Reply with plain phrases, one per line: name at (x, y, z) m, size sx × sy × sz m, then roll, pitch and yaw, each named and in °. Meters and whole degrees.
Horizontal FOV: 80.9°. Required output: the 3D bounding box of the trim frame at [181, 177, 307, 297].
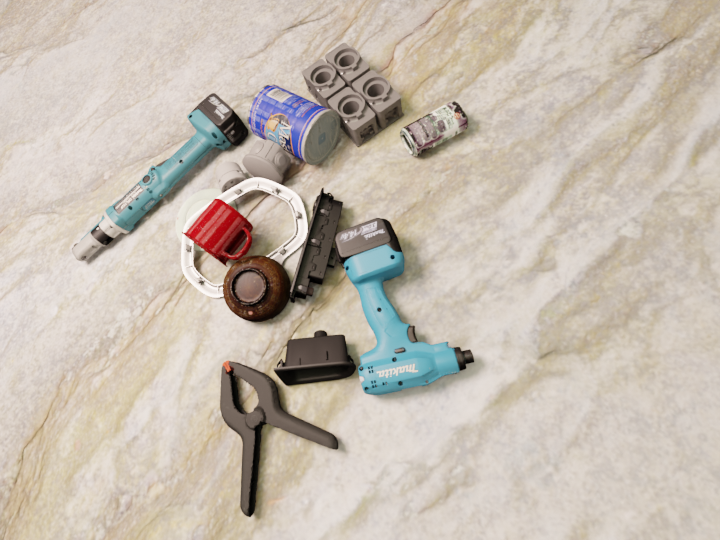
trim frame at (-0.212, -0.061, 0.754) m, size 0.248 × 0.027 × 0.189 m, roll -33°, pitch 75°, yaw -1°

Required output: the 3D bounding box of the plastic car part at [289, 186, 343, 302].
plastic car part at (-0.069, -0.045, 0.702) m, size 0.068 × 0.065 × 0.205 m, roll 8°, pitch 72°, yaw 5°

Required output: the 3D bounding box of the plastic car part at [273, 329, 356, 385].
plastic car part at (-0.067, 0.127, 0.641) m, size 0.118 × 0.063 × 0.073 m, roll -11°, pitch 54°, yaw 6°

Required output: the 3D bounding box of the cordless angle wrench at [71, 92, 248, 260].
cordless angle wrench at (-0.408, -0.171, 0.840) m, size 0.422 × 0.071 × 0.102 m, roll -44°, pitch 67°, yaw -2°

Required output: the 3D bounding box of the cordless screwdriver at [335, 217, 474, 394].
cordless screwdriver at (0.056, 0.045, 0.630) m, size 0.161 × 0.071 × 0.255 m, roll -16°, pitch 70°, yaw 8°
